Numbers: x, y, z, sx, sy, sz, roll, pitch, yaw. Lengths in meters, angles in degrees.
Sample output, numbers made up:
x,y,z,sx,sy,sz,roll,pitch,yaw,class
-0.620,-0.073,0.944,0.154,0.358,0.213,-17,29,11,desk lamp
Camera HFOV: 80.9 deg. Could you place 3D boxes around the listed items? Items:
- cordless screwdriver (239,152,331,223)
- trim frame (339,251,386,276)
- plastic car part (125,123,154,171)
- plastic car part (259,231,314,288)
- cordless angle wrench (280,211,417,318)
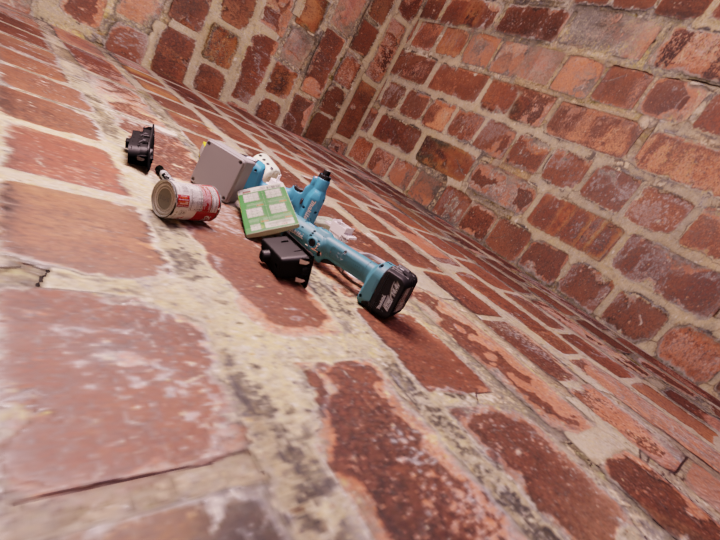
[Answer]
x,y,z,sx,sy,sz,roll,pitch,yaw,class
-0.203,-0.217,1.039,0.246,0.158,0.075,25,17,-7,cordless screwdriver
0.029,0.003,0.994,0.192,0.027,0.239,36,20,22,trim frame
-0.483,-0.275,0.932,0.064,0.066,0.214,7,26,-31,plastic car part
-0.143,-0.024,0.756,0.068,0.065,0.123,-4,31,-38,plastic car part
-0.086,-0.056,0.881,0.443,0.097,0.071,33,20,25,cordless angle wrench
